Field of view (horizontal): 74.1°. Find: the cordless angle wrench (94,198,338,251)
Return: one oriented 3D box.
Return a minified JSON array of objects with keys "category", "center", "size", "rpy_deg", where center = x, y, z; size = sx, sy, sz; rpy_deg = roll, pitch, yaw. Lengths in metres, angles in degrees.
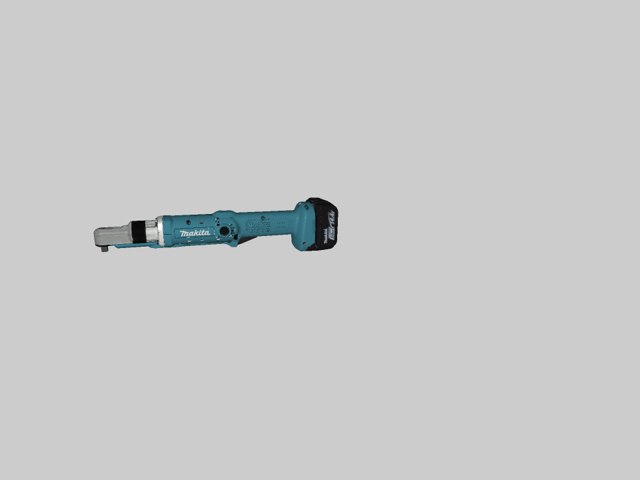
[{"category":"cordless angle wrench","center":[-0.177,-0.021,0.773],"size":[0.422,0.098,0.074],"rpy_deg":[-4,16,-20]}]
